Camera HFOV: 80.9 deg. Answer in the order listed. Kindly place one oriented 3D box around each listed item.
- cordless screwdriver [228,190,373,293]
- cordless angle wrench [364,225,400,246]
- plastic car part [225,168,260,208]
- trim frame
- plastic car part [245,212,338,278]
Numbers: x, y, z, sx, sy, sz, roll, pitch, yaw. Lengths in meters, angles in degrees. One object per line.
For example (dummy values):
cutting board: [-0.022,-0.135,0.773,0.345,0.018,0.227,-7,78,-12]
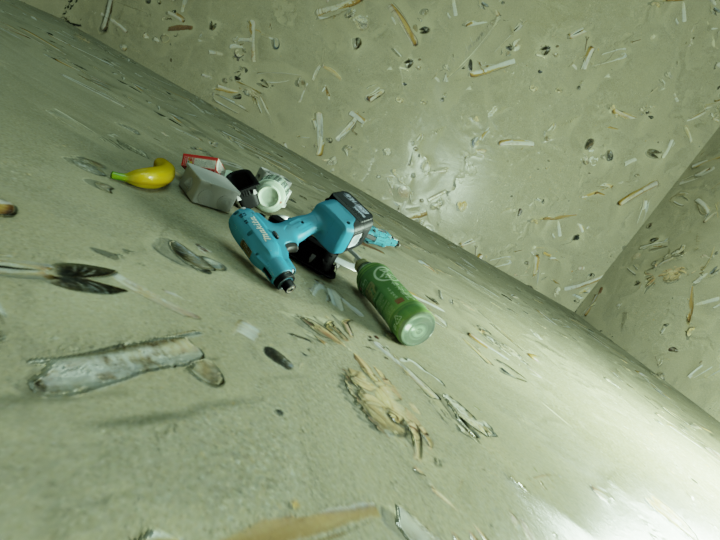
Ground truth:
cordless screwdriver: [-0.080,-0.052,0.708,0.239,0.074,0.166,-18,57,-41]
cordless angle wrench: [0.029,-0.107,1.264,0.102,0.074,0.404,37,13,23]
plastic car part: [-0.252,-0.171,0.925,0.122,0.065,0.068,-128,-162,-54]
trim frame: [-0.092,-0.060,0.942,0.241,0.027,0.190,24,16,-17]
plastic car part: [-0.122,-0.055,0.799,0.206,0.067,0.065,35,7,8]
